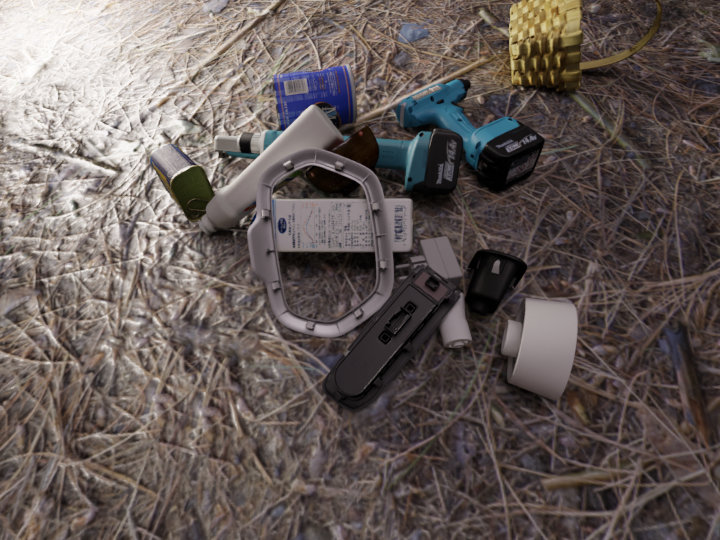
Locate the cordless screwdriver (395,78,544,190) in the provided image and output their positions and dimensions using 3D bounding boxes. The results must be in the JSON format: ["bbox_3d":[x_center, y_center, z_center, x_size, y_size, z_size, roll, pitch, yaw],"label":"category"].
[{"bbox_3d":[0.197,-0.252,0.727,0.157,0.071,0.262,-31,56,-16],"label":"cordless screwdriver"}]

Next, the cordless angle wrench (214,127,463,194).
[{"bbox_3d":[-0.055,-0.196,0.700,0.435,0.097,0.073,10,14,16],"label":"cordless angle wrench"}]

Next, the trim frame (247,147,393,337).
[{"bbox_3d":[-0.054,-0.035,0.547,0.187,0.027,0.247,-6,93,9],"label":"trim frame"}]

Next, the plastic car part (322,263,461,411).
[{"bbox_3d":[0.035,0.080,0.498,0.068,0.065,0.202,40,85,12],"label":"plastic car part"}]

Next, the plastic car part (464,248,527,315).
[{"bbox_3d":[0.159,0.022,0.527,0.068,0.112,0.071,23,84,15],"label":"plastic car part"}]
